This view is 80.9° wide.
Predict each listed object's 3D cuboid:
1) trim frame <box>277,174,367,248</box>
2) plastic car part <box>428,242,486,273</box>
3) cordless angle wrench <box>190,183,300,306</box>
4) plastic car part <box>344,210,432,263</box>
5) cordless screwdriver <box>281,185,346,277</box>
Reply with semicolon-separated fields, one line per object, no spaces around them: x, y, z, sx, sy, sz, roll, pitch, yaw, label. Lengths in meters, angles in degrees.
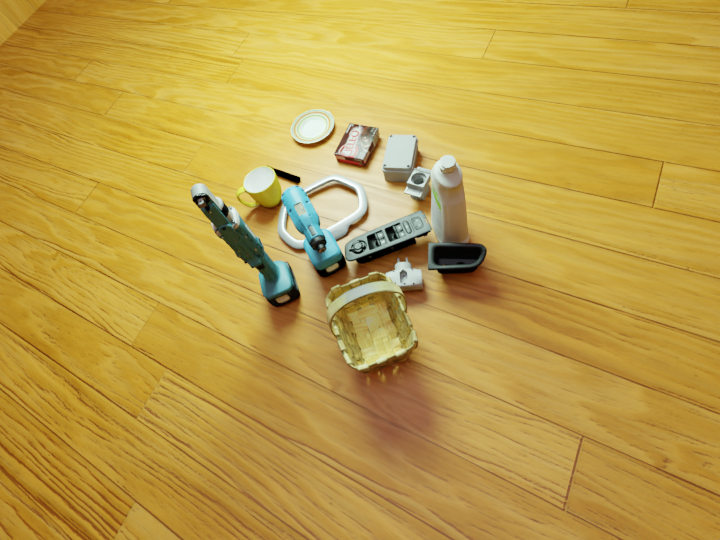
-0.101;-0.152;1.088;0.248;0.026;0.193;-29;59;0;trim frame
0.207;-0.019;0.907;0.120;0.068;0.067;1;64;15;plastic car part
-0.224;-0.044;0.848;0.074;0.405;0.102;-23;62;0;cordless angle wrench
0.059;-0.068;0.977;0.204;0.064;0.069;-20;61;5;plastic car part
-0.089;-0.058;0.913;0.074;0.238;0.166;-28;61;-3;cordless screwdriver
